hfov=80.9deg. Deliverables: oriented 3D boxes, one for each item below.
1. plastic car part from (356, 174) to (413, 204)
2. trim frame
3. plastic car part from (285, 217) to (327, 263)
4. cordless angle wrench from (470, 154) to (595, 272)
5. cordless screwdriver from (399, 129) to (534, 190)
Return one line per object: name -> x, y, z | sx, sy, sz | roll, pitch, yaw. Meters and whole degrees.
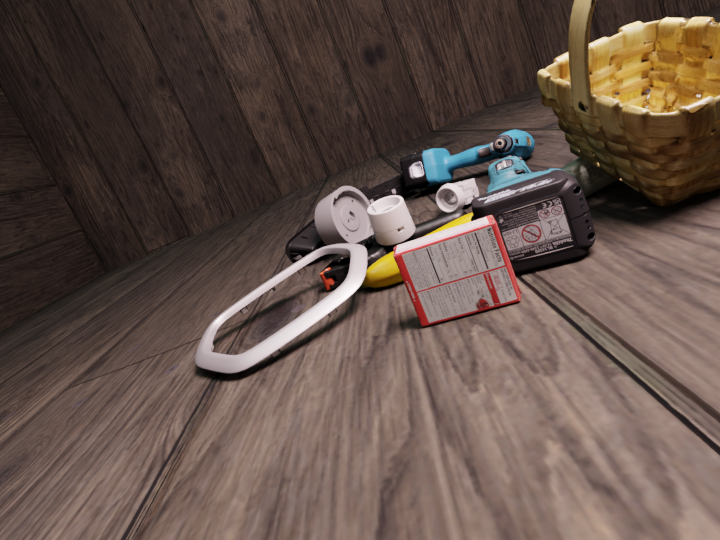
plastic car part -> 0.030, -0.170, 0.985 | 0.205, 0.066, 0.066 | -19, 8, 6
trim frame -> -0.095, 0.040, 0.523 | 0.247, 0.026, 0.193 | -37, 27, -10
plastic car part -> -0.076, -0.050, 0.779 | 0.074, 0.064, 0.115 | 2, 31, 30
cordless angle wrench -> 0.204, -0.112, 0.564 | 0.100, 0.073, 0.420 | -18, 16, 21
cordless screwdriver -> 0.196, -0.219, 0.833 | 0.259, 0.074, 0.153 | -7, 7, 37
